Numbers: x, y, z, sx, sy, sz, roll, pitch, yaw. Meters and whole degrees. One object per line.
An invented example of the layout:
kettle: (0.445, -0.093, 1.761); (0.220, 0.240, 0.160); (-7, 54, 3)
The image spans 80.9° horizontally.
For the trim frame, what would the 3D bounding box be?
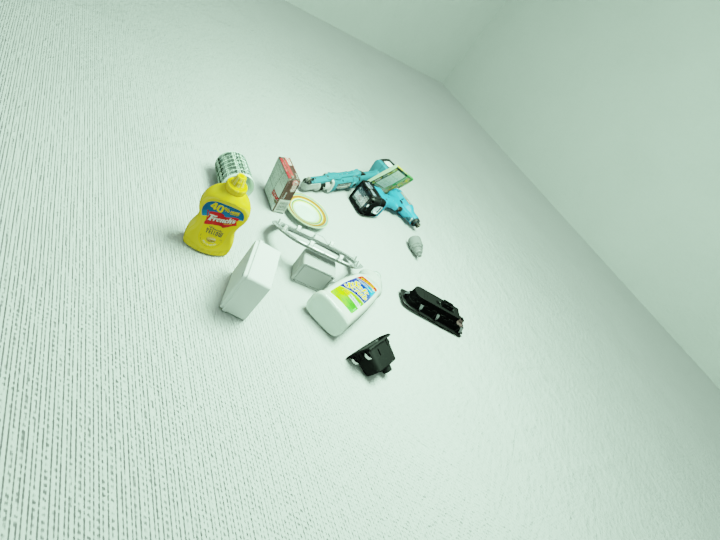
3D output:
trim frame: (-0.098, -0.064, 1.007); (0.241, 0.027, 0.190); (24, 8, -17)

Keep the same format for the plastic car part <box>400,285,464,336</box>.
plastic car part: (0.196, 0.100, 1.108); (0.198, 0.067, 0.067); (26, 44, -12)

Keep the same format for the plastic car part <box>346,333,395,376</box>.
plastic car part: (0.037, 0.181, 0.877); (0.112, 0.067, 0.072); (-14, 76, -53)

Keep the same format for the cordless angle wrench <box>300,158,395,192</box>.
cordless angle wrench: (-0.034, -0.289, 1.333); (0.408, 0.098, 0.077); (-21, 67, -47)

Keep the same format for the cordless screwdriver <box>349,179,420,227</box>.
cordless screwdriver: (0.089, -0.205, 1.352); (0.237, 0.075, 0.166); (-1, 51, -48)
